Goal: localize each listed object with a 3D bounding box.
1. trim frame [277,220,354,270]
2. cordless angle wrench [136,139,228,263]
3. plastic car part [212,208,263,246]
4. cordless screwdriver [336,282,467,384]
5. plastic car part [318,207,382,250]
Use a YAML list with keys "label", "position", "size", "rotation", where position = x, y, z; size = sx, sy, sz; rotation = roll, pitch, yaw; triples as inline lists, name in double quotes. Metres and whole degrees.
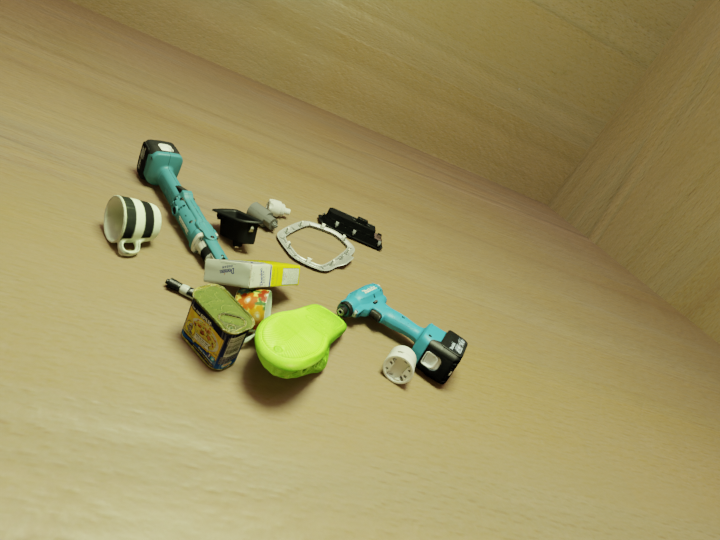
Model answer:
- label: "trim frame"
  position: [-0.104, -0.068, 1.067]
  size: [0.189, 0.027, 0.243]
  rotation: [33, 26, 11]
- label: "cordless angle wrench"
  position: [-0.367, -0.129, 0.891]
  size: [0.071, 0.098, 0.444]
  rotation: [-2, 42, -45]
- label: "plastic car part"
  position: [-0.266, -0.089, 0.914]
  size: [0.123, 0.070, 0.063]
  rotation: [27, 22, 37]
- label: "cordless screwdriver"
  position: [0.075, 0.119, 0.836]
  size: [0.259, 0.074, 0.154]
  rotation: [34, 24, 22]
- label: "plastic car part"
  position: [-0.023, -0.125, 1.204]
  size: [0.200, 0.066, 0.068]
  rotation: [20, 35, -7]
